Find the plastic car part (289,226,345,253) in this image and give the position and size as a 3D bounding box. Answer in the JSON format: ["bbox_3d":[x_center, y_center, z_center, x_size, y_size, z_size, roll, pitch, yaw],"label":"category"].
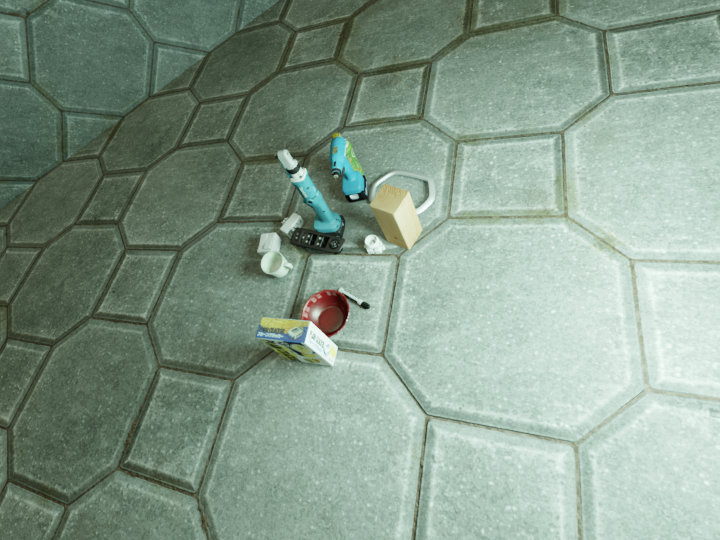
[{"bbox_3d":[-0.144,-0.094,1.471,0.213,0.063,0.067,12,66,29],"label":"plastic car part"}]

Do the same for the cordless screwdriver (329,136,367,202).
[{"bbox_3d":[-0.046,-0.322,1.458,0.076,0.236,0.163,-8,58,17],"label":"cordless screwdriver"}]

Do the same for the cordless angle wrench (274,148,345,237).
[{"bbox_3d":[-0.158,-0.239,1.354,0.101,0.401,0.076,-2,60,20],"label":"cordless angle wrench"}]

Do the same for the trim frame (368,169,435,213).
[{"bbox_3d":[0.143,-0.272,1.474,0.262,0.026,0.184,21,71,32],"label":"trim frame"}]
